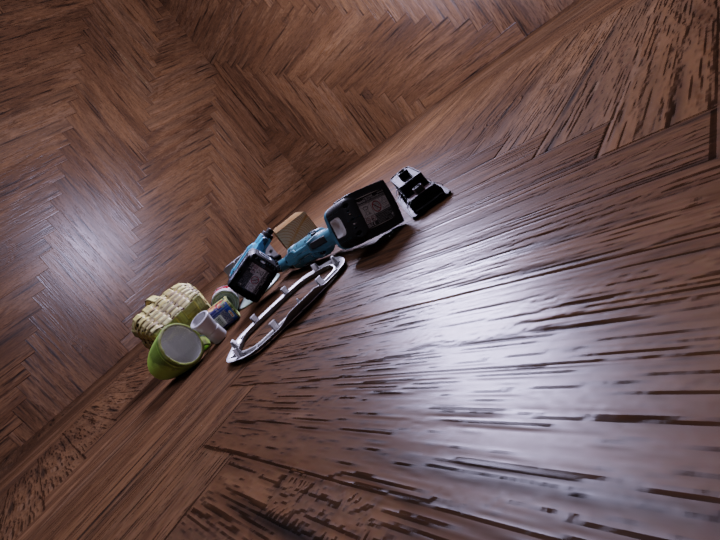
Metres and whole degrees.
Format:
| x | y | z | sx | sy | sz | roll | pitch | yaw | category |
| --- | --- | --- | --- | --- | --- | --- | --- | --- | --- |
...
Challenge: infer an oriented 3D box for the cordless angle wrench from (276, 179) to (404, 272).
| x | y | z | sx | sy | sz | roll | pitch | yaw | category |
| --- | --- | --- | --- | --- | --- | --- | --- | --- | --- |
| -0.078 | -0.051 | 0.801 | 0.095 | 0.074 | 0.433 | -27 | 3 | -30 | cordless angle wrench |

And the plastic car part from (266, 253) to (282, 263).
| x | y | z | sx | sy | sz | roll | pitch | yaw | category |
| --- | --- | --- | --- | --- | --- | --- | --- | --- | --- |
| -0.253 | -0.007 | 1.144 | 0.119 | 0.066 | 0.069 | -28 | 1 | 29 | plastic car part |

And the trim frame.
| x | y | z | sx | sy | sz | roll | pitch | yaw | category |
| --- | --- | --- | --- | --- | --- | --- | --- | --- | --- |
| -0.121 | 0.055 | 0.679 | 0.246 | 0.027 | 0.190 | -43 | 16 | -23 | trim frame |

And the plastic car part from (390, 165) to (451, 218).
| x | y | z | sx | sy | sz | roll | pitch | yaw | category |
| --- | --- | --- | --- | --- | --- | --- | --- | --- | --- |
| 0.083 | -0.138 | 0.700 | 0.066 | 0.066 | 0.205 | -44 | 10 | 10 | plastic car part |

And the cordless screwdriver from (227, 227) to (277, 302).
| x | y | z | sx | sy | sz | roll | pitch | yaw | category |
| --- | --- | --- | --- | --- | --- | --- | --- | --- | --- |
| -0.241 | -0.024 | 0.982 | 0.159 | 0.072 | 0.256 | -57 | 19 | -2 | cordless screwdriver |
